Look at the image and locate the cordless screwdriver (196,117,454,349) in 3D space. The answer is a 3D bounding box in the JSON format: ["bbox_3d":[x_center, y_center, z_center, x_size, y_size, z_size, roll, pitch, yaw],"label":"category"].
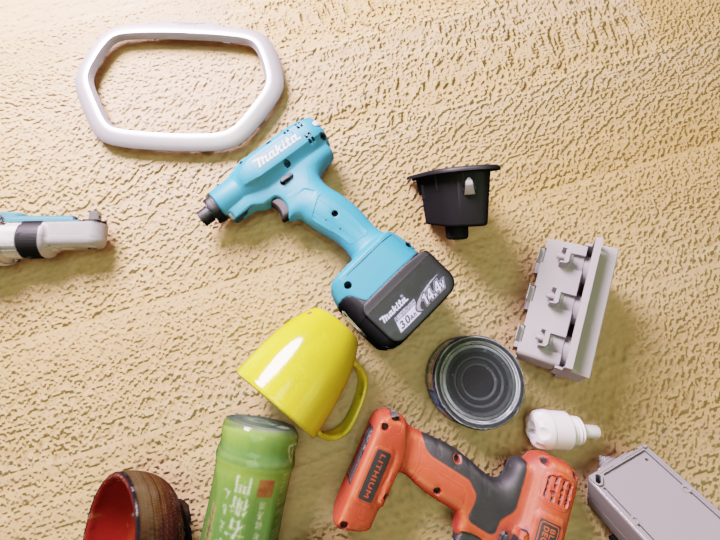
[{"bbox_3d":[-0.041,-0.027,0.424,0.158,0.072,0.256,-38,75,-9],"label":"cordless screwdriver"}]

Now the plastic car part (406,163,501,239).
[{"bbox_3d":[0.092,-0.067,0.418,0.066,0.118,0.070,-5,102,-4],"label":"plastic car part"}]

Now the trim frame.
[{"bbox_3d":[-0.214,-0.224,0.501,0.250,0.027,0.186,1,76,3],"label":"trim frame"}]

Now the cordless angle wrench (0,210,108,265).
[{"bbox_3d":[-0.476,-0.032,0.435,0.422,0.073,0.099,-1,77,-2],"label":"cordless angle wrench"}]
